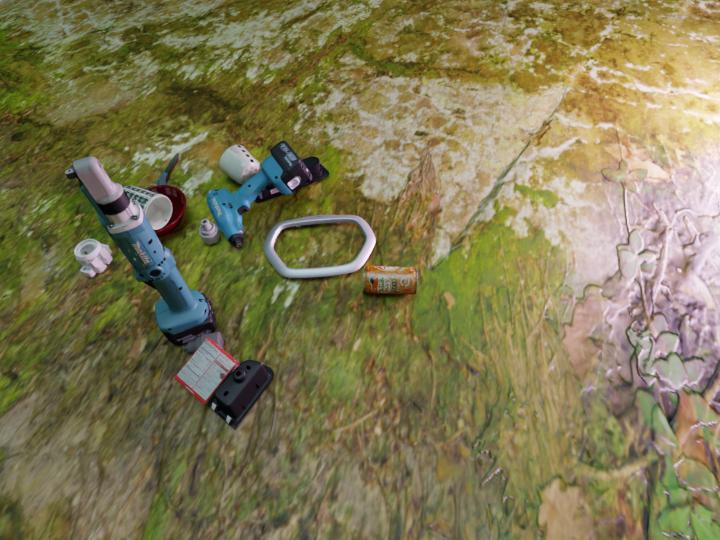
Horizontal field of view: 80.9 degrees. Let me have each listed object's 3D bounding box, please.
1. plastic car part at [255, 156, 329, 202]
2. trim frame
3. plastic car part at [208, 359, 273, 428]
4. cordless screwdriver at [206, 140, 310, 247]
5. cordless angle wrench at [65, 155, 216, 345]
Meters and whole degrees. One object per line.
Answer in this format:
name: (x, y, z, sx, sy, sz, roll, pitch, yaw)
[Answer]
plastic car part: (-0.180, -0.239, 1.066, 0.200, 0.064, 0.070, -19, 47, -12)
trim frame: (-0.092, -0.060, 0.938, 0.250, 0.026, 0.190, -7, 53, 3)
plastic car part: (-0.206, 0.196, 0.725, 0.069, 0.068, 0.116, 29, 63, 21)
cordless screwdriver: (-0.230, -0.173, 0.976, 0.250, 0.071, 0.166, -33, 65, 6)
cordless angle wrench: (-0.337, -0.013, 0.682, 0.096, 0.408, 0.078, -20, 55, -14)
